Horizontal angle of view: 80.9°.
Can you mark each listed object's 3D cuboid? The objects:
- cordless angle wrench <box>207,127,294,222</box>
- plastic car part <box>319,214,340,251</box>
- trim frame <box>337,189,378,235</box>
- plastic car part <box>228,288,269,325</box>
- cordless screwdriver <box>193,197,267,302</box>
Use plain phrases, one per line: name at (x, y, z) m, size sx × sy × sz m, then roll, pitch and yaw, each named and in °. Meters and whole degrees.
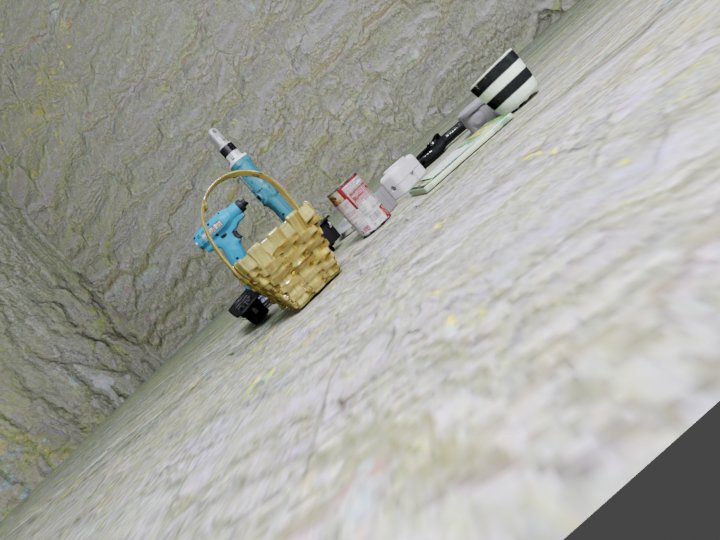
cordless angle wrench at (-0.239, -0.196, 1.075) m, size 0.073 × 0.420 × 0.100 m, roll -44°, pitch 5°, yaw -32°
plastic car part at (-0.093, -0.061, 0.949) m, size 0.118 × 0.070 × 0.066 m, roll -38°, pitch 8°, yaw 26°
trim frame at (0.012, -0.153, 1.069) m, size 0.185 × 0.027 × 0.250 m, roll -40°, pitch 10°, yaw 10°
plastic car part at (-0.233, 0.081, 0.885) m, size 0.066 × 0.066 × 0.207 m, roll -44°, pitch 10°, yaw -17°
cordless screwdriver at (-0.267, -0.042, 1.024) m, size 0.160 × 0.247 × 0.075 m, roll -41°, pitch 4°, yaw 6°
